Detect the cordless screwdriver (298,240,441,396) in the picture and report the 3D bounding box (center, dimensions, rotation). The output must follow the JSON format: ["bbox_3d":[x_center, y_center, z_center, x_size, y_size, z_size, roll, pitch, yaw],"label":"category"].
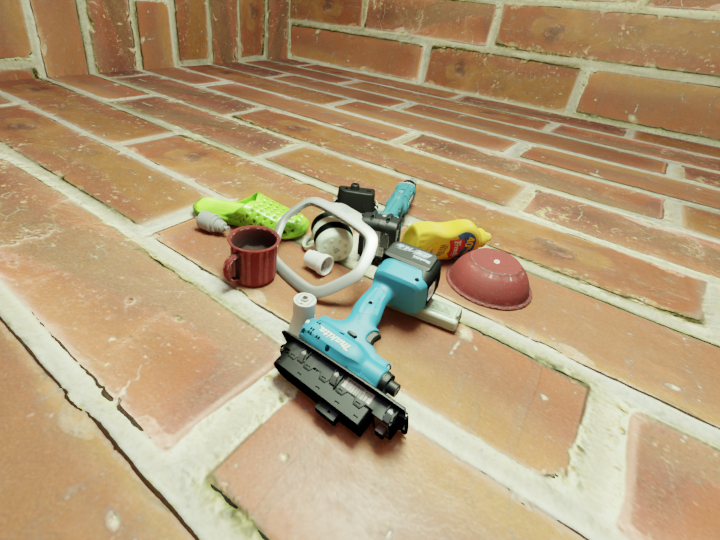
[{"bbox_3d":[0.044,0.067,0.640,0.167,0.072,0.245,27,52,29],"label":"cordless screwdriver"}]

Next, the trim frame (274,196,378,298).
[{"bbox_3d":[-0.077,-0.050,0.783,0.263,0.026,0.184,34,83,41],"label":"trim frame"}]

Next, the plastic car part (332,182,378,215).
[{"bbox_3d":[-0.010,-0.178,1.037,0.117,0.069,0.067,11,31,2],"label":"plastic car part"}]

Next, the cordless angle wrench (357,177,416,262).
[{"bbox_3d":[0.087,-0.151,0.996,0.076,0.095,0.422,11,30,12],"label":"cordless angle wrench"}]

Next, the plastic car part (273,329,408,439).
[{"bbox_3d":[-0.038,0.152,0.544,0.214,0.063,0.066,31,65,32],"label":"plastic car part"}]
